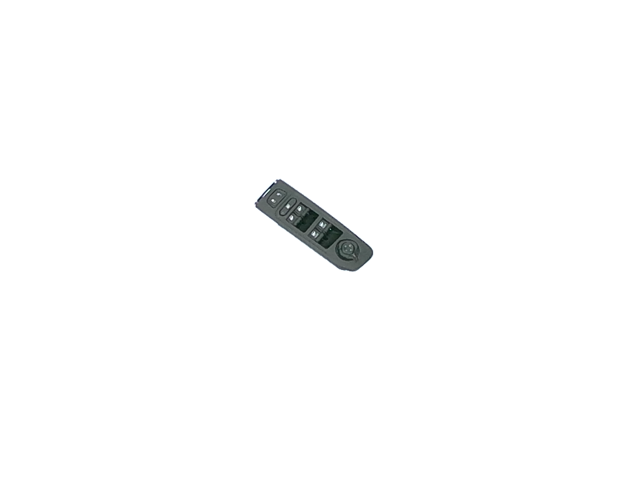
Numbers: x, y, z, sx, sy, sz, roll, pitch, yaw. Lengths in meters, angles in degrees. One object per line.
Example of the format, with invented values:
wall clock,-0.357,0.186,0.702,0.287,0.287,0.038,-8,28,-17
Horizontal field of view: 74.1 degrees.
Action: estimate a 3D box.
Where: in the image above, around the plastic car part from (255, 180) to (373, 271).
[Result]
plastic car part,-0.011,-0.012,0.703,0.203,0.066,0.067,34,-29,13
